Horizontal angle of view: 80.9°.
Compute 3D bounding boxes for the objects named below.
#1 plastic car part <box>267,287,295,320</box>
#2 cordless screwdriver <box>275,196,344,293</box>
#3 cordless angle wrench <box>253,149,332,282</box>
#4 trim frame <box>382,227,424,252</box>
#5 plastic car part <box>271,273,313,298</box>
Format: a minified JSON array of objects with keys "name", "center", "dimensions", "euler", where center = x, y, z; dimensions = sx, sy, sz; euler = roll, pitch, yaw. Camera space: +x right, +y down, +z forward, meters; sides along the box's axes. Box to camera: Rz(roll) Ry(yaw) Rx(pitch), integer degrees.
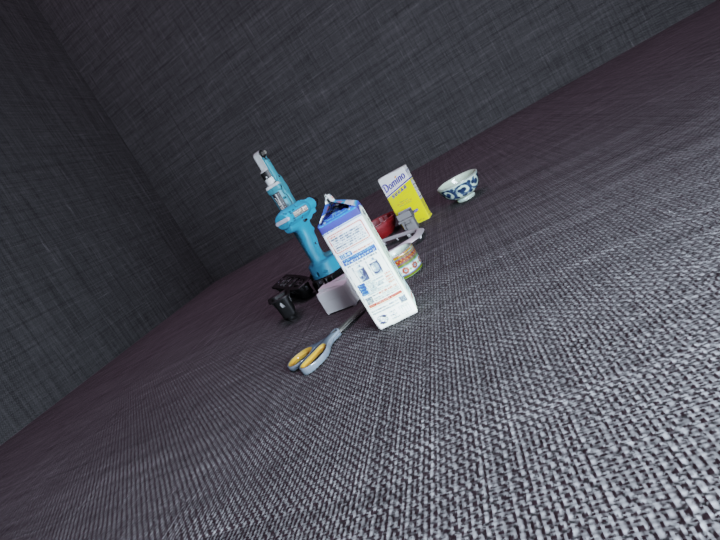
[{"name":"plastic car part","center":[-0.191,0.092,1.073],"dimensions":[0.065,0.070,0.119],"euler":[-32,11,-8]},{"name":"cordless screwdriver","center":[-0.108,-0.070,1.102],"dimensions":[0.077,0.245,0.156],"euler":[-25,11,39]},{"name":"cordless angle wrench","center":[-0.189,-0.154,1.216],"dimensions":[0.100,0.417,0.073],"euler":[-27,8,28]},{"name":"trim frame","center":[0.066,-0.061,1.163],"dimensions":[0.257,0.027,0.181],"euler":[-18,18,45]},{"name":"plastic car part","center":[-0.195,0.052,1.241],"dimensions":[0.065,0.066,0.210],"euler":[-35,13,-25]}]
